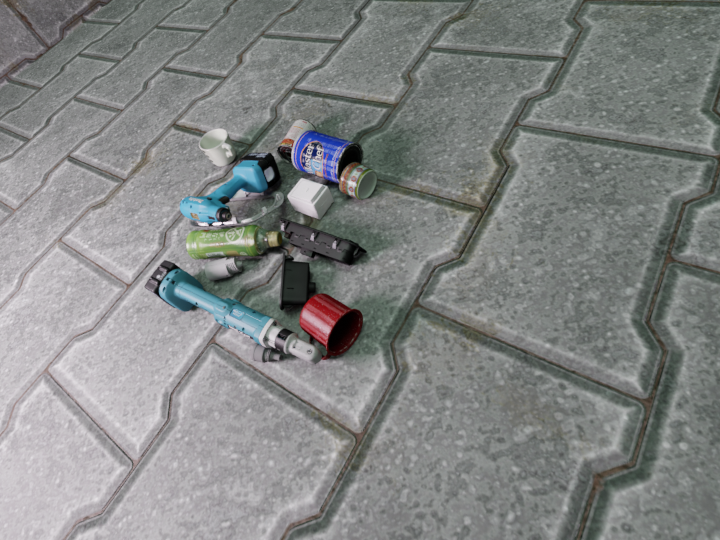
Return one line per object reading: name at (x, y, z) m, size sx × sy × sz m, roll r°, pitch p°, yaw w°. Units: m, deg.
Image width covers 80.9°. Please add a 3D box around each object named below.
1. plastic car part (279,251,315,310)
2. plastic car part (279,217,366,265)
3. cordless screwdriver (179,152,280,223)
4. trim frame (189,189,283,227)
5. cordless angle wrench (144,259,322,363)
plastic car part at (-0.126, 0.028, 0.857) m, size 0.071 × 0.064 × 0.120 m, roll -3°, pitch 59°, yaw -2°
plastic car part at (-0.087, -0.057, 0.894) m, size 0.212 × 0.063 × 0.067 m, roll 16°, pitch 73°, yaw 27°
cordless screwdriver at (-0.285, -0.190, 0.991) m, size 0.168 × 0.071 × 0.246 m, roll 14°, pitch 46°, yaw 36°
trim frame at (-0.304, -0.154, 1.024) m, size 0.256 × 0.026 × 0.185 m, roll -4°, pitch 33°, yaw 19°
cordless angle wrench at (-0.254, 0.085, 0.827) m, size 0.444 × 0.093 × 0.074 m, roll 19°, pitch 66°, yaw 30°
